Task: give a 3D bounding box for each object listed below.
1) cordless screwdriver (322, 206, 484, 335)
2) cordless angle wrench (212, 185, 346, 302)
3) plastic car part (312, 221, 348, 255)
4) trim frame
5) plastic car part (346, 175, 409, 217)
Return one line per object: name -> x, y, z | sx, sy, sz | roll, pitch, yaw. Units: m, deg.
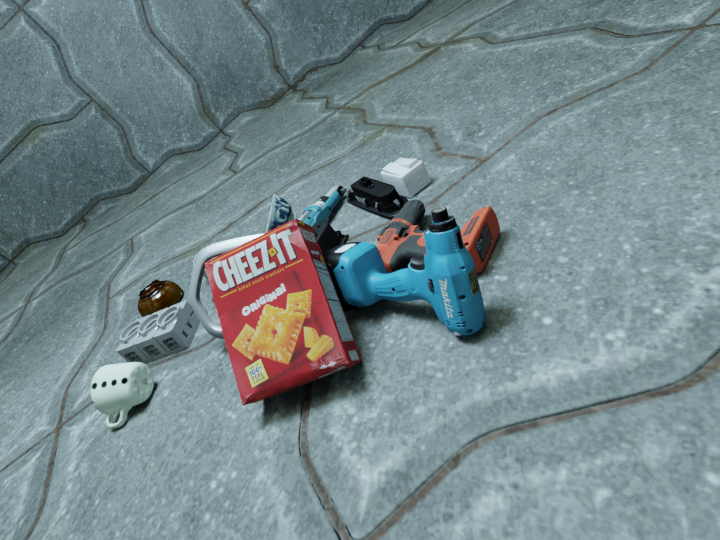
cordless screwdriver -> 0.041, -0.006, 0.586 | 0.261, 0.155, 0.072 | 4, 27, 47
cordless angle wrench -> -0.142, -0.059, 0.898 | 0.102, 0.071, 0.422 | -4, 39, 37
plastic car part -> -0.082, -0.053, 0.836 | 0.068, 0.068, 0.117 | -11, 34, 33
trim frame -> -0.183, 0.035, 0.705 | 0.255, 0.183, 0.027 | -11, 3, 20
plastic car part -> 0.031, -0.166, 0.906 | 0.065, 0.064, 0.214 | -31, 33, -14
